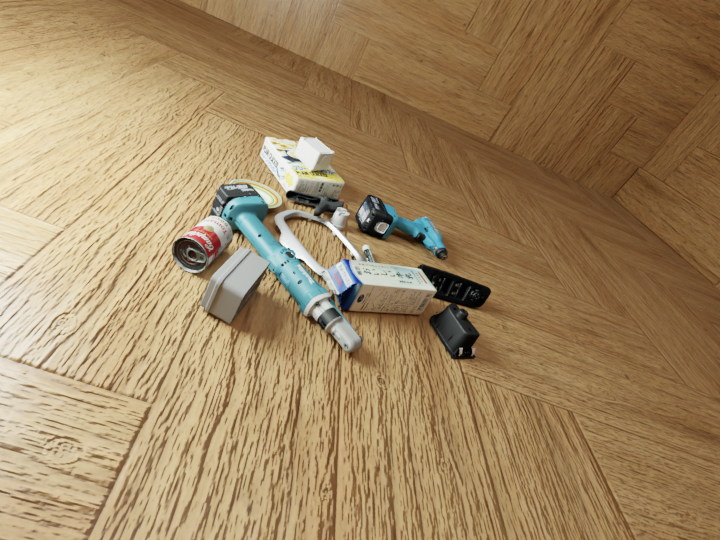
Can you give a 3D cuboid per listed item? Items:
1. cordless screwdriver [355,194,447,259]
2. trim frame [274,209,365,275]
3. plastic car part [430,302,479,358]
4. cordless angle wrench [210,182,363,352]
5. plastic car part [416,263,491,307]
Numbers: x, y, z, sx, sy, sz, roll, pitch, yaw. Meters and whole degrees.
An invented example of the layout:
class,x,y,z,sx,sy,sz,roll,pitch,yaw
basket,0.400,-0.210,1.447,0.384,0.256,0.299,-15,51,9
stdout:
class,x,y,z,sx,sy,sz,roll,pitch,yaw
cordless screwdriver,0.116,-0.107,1.125,0.238,0.074,0.166,14,34,-27
trim frame,-0.093,-0.061,0.950,0.176,0.027,0.261,-7,47,-44
plastic car part,0.196,0.113,0.862,0.063,0.071,0.122,7,40,-33
cordless angle wrench,-0.144,-0.012,0.804,0.094,0.074,0.442,-13,51,-46
plastic car part,0.208,0.037,0.999,0.199,0.066,0.069,18,7,-12
